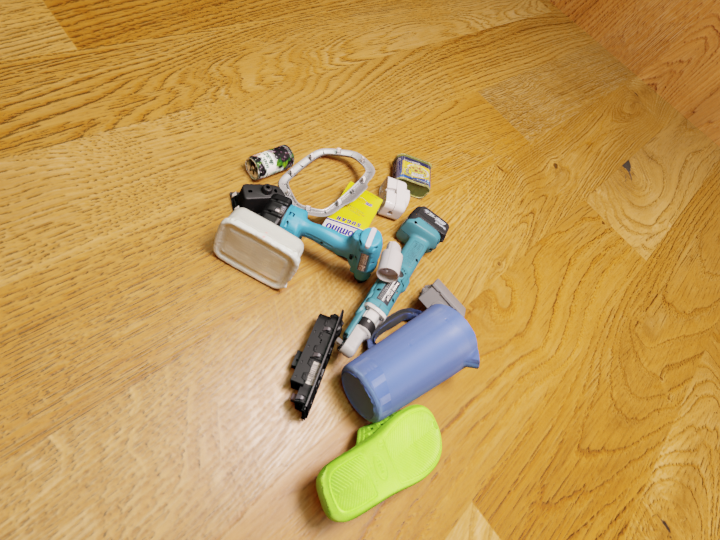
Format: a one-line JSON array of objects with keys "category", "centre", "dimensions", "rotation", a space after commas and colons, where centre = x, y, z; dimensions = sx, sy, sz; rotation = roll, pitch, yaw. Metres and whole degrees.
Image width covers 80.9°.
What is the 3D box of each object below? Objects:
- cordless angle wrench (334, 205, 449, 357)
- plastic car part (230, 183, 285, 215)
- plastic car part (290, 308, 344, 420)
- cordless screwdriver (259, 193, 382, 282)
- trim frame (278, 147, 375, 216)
[{"category": "cordless angle wrench", "centre": [0.068, 0.017, 0.875], "dimensions": [0.098, 0.074, 0.420], "rotation": [36, 50, 0]}, {"category": "plastic car part", "centre": [-0.211, -0.156, 0.894], "dimensions": [0.113, 0.071, 0.068], "rotation": [-6, 66, -22]}, {"category": "plastic car part", "centre": [-0.081, 0.157, 0.763], "dimensions": [0.069, 0.064, 0.204], "rotation": [15, 54, 16]}, {"category": "cordless screwdriver", "centre": [-0.084, -0.055, 0.858], "dimensions": [0.253, 0.155, 0.075], "rotation": [20, 57, 8]}, {"category": "trim frame", "centre": [-0.074, -0.212, 0.976], "dimensions": [0.191, 0.027, 0.246], "rotation": [31, 56, 20]}]
